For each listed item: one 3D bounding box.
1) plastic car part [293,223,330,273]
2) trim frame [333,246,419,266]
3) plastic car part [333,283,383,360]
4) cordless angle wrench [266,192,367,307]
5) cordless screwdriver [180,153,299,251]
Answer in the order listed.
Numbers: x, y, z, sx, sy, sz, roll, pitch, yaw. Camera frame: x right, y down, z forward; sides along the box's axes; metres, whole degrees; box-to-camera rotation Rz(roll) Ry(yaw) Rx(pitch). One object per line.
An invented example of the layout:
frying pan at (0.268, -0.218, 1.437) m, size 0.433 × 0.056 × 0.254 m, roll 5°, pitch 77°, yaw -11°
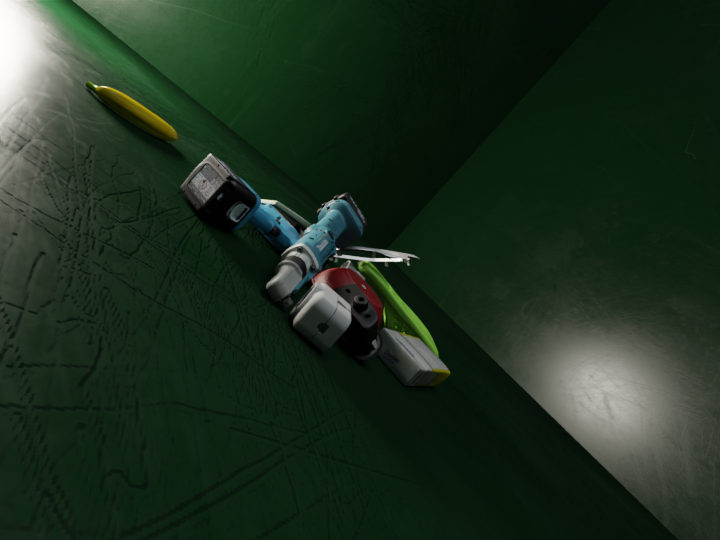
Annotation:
plastic car part at (-0.112, -0.046, 0.874) m, size 0.063 × 0.067 × 0.213 m, roll 45°, pitch 6°, yaw -36°
trim frame at (0.019, -0.030, 0.971) m, size 0.236 × 0.028 × 0.192 m, roll 9°, pitch -9°, yaw -38°
plastic car part at (-0.006, 0.063, 0.613) m, size 0.064 × 0.069 × 0.123 m, roll -15°, pitch 39°, yaw -24°
cordless angle wrench at (-0.071, -0.046, 0.722) m, size 0.096 × 0.076 × 0.422 m, roll 57°, pitch 20°, yaw -11°
cordless screwdriver at (-0.175, -0.085, 0.713) m, size 0.166 × 0.074 × 0.238 m, roll 44°, pitch 3°, yaw 23°
